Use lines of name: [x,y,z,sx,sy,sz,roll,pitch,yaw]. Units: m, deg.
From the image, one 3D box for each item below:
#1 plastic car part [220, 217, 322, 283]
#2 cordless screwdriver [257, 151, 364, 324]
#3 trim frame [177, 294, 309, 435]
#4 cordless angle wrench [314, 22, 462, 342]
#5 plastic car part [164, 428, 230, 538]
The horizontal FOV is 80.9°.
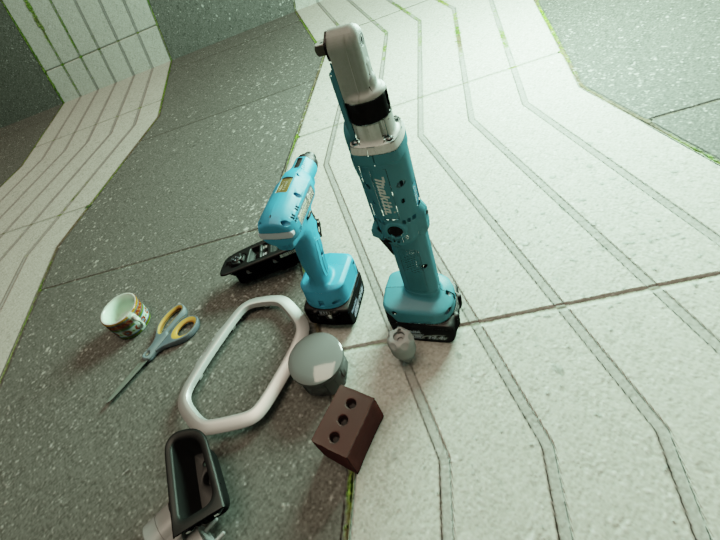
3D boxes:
plastic car part: [-0.160,-0.028,0.779,0.205,0.064,0.069,-18,45,8]
cordless screwdriver: [-0.061,-0.040,0.621,0.077,0.237,0.162,-2,48,20]
trim frame: [-0.181,0.138,0.663,0.193,0.026,0.249,7,53,29]
cordless angle wrench: [0.042,-0.061,0.476,0.102,0.402,0.075,1,49,23]
plastic car part: [-0.197,0.261,0.528,0.066,0.067,0.123,-30,44,-6]
